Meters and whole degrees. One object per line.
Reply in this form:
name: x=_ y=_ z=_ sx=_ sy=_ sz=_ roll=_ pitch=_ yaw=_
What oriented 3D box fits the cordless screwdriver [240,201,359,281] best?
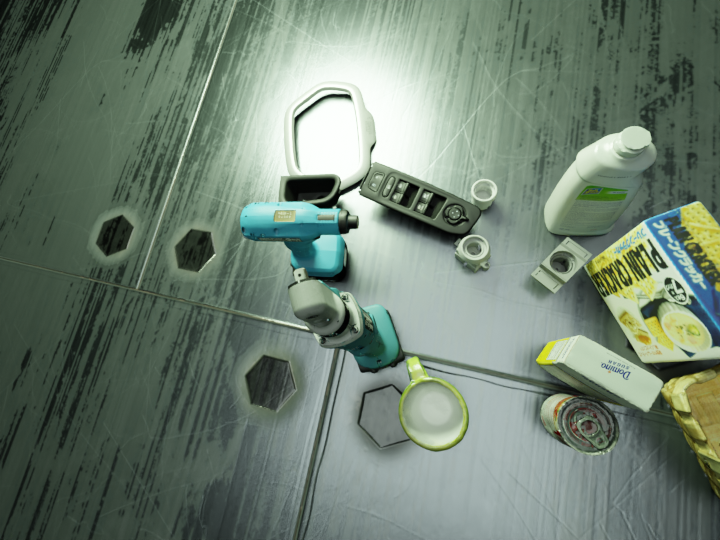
cordless screwdriver: x=-0.064 y=-0.042 z=0.656 sx=0.163 sy=0.240 sz=0.075 roll=2 pitch=76 yaw=12

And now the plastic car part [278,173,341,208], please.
plastic car part: x=-0.086 y=-0.137 z=0.783 sx=0.119 sy=0.068 sz=0.067 roll=0 pitch=75 yaw=14

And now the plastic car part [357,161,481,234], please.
plastic car part: x=0.100 y=-0.115 z=0.728 sx=0.211 sy=0.064 sz=0.066 roll=26 pitch=82 yaw=20

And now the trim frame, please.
trim frame: x=-0.063 y=-0.268 z=0.838 sx=0.187 sy=0.026 sz=0.254 roll=-9 pitch=72 yaw=12

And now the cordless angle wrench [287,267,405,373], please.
cordless angle wrench: x=-0.007 y=0.071 z=0.517 sx=0.075 sy=0.408 sz=0.101 roll=-20 pitch=73 yaw=5
